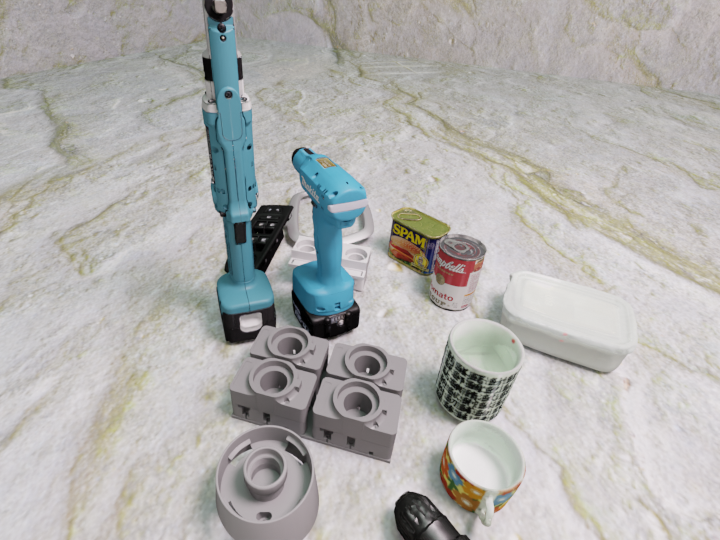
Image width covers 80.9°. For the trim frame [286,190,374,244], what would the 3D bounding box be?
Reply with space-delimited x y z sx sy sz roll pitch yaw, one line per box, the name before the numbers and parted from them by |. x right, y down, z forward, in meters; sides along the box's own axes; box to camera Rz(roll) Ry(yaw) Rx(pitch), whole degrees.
trim frame | -0.069 -0.111 0.860 0.183 0.027 0.257 -2 36 -5

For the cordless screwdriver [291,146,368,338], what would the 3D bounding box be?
cordless screwdriver | -0.056 -0.037 0.577 0.072 0.242 0.168 -13 39 -24

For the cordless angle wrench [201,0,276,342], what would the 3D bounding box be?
cordless angle wrench | -0.150 -0.093 0.507 0.072 0.411 0.103 -8 37 -19

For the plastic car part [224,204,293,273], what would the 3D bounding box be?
plastic car part | -0.174 -0.042 0.729 0.067 0.065 0.205 8 37 6
